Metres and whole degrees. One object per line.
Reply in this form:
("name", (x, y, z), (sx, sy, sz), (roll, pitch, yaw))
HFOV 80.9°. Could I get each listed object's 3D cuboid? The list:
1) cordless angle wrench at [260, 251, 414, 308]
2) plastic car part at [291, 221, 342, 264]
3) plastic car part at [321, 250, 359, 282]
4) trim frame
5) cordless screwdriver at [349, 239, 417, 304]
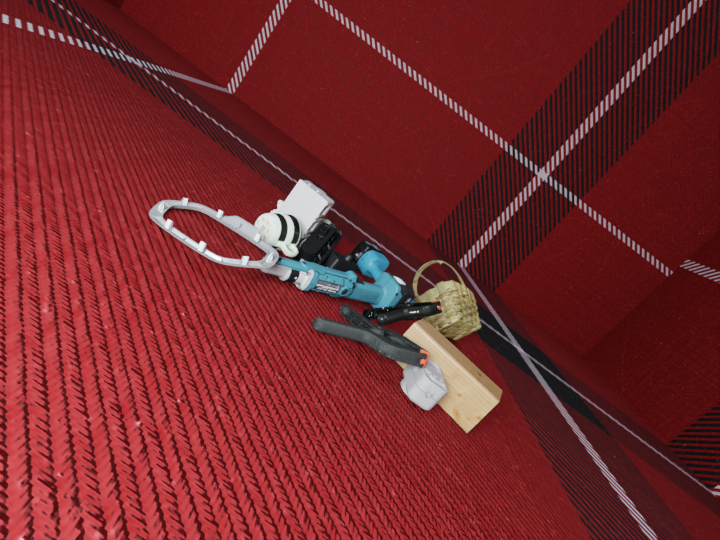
("cordless angle wrench", (-0.045, 0.029, 0.924), (0.400, 0.098, 0.078), (16, 26, -43))
("plastic car part", (-0.097, -0.064, 0.995), (0.067, 0.067, 0.202), (30, 39, 2))
("plastic car part", (-0.050, -0.013, 1.049), (0.110, 0.071, 0.069), (17, 27, -46))
("trim frame", (-0.257, -0.071, 0.751), (0.257, 0.027, 0.179), (29, 19, 17))
("cordless screwdriver", (0.074, 0.027, 1.214), (0.150, 0.075, 0.262), (24, 24, -42))
